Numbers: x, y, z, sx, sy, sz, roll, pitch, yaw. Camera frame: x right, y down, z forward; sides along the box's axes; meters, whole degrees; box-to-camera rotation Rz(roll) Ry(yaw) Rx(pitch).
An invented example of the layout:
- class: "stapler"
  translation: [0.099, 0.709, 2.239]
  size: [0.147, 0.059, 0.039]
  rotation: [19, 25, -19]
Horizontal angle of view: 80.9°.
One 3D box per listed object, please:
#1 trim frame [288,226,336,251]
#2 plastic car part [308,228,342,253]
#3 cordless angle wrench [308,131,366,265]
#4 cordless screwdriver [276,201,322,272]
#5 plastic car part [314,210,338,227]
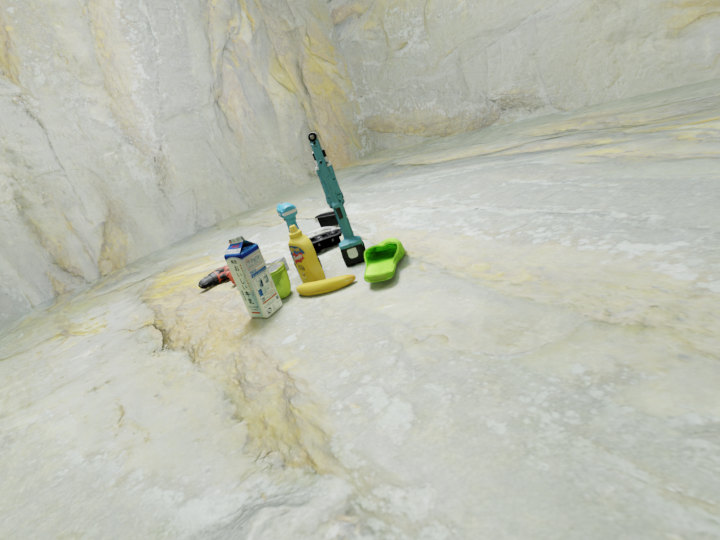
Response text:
- class: "trim frame"
  translation: [-0.190, -0.125, 1.725]
  size: [0.191, 0.027, 0.247]
  rotation: [-10, 23, 26]
- class: "plastic car part"
  translation: [-0.154, -0.101, 1.572]
  size: [0.201, 0.065, 0.069]
  rotation: [-25, 18, -11]
- class: "cordless angle wrench"
  translation: [-0.078, -0.221, 1.303]
  size: [0.075, 0.413, 0.099]
  rotation: [-18, 16, 7]
- class: "cordless screwdriver"
  translation: [-0.213, -0.108, 1.393]
  size: [0.073, 0.243, 0.165]
  rotation: [-24, 17, -14]
- class: "plastic car part"
  translation: [-0.134, -0.220, 1.852]
  size: [0.120, 0.069, 0.066]
  rotation: [-12, 20, 24]
